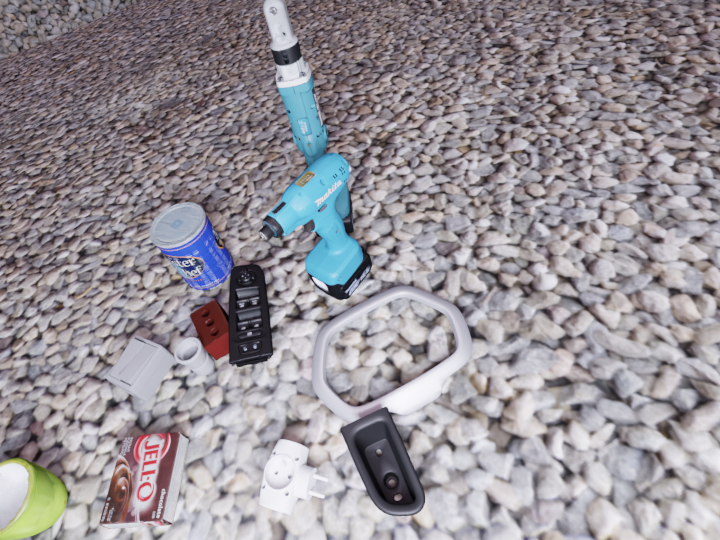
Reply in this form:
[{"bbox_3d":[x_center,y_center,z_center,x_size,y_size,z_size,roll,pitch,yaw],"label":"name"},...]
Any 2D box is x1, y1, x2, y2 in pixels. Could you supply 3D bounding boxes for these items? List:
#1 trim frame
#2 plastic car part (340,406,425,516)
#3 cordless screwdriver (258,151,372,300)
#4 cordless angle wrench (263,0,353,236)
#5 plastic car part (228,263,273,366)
[{"bbox_3d":[0.041,0.119,0.633,0.247,0.026,0.194,-28,51,-7],"label":"trim frame"},{"bbox_3d":[0.031,0.242,0.513,0.065,0.068,0.122,-24,51,-6],"label":"plastic car part"},{"bbox_3d":[-0.063,-0.042,0.649,0.078,0.238,0.158,28,63,29],"label":"cordless screwdriver"},{"bbox_3d":[-0.081,-0.220,0.685,0.075,0.404,0.101,-6,52,6],"label":"cordless angle wrench"},{"bbox_3d":[-0.180,0.073,0.705,0.066,0.064,0.212,-17,51,0],"label":"plastic car part"}]
